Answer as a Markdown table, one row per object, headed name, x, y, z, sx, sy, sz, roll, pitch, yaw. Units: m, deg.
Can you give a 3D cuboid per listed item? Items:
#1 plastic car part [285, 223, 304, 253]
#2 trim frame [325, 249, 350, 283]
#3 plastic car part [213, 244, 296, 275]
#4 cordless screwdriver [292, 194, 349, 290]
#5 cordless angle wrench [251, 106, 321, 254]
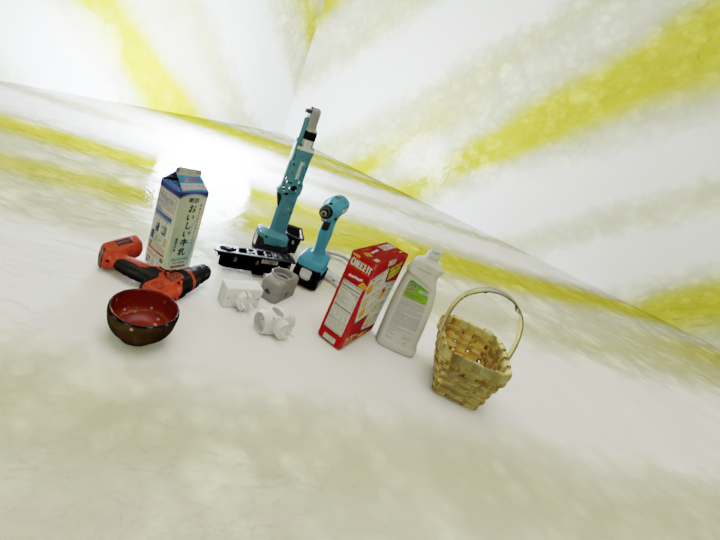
| name | x | y | z | sx | sy | sz | roll | pitch | yaw |
| --- | --- | --- | --- | --- | --- | --- | --- | --- | --- |
| plastic car part | -0.208 | -0.089 | 1.264 | 0.064 | 0.070 | 0.121 | 15 | 22 | -18 |
| trim frame | -0.063 | -0.004 | 1.256 | 0.175 | 0.027 | 0.263 | -2 | 31 | -46 |
| plastic car part | -0.270 | -0.026 | 1.060 | 0.196 | 0.066 | 0.069 | 13 | 22 | -21 |
| cordless screwdriver | -0.104 | -0.068 | 1.067 | 0.075 | 0.247 | 0.158 | 25 | 20 | 5 |
| cordless angle wrench | -0.187 | -0.227 | 1.133 | 0.094 | 0.420 | 0.078 | 13 | 22 | -26 |
